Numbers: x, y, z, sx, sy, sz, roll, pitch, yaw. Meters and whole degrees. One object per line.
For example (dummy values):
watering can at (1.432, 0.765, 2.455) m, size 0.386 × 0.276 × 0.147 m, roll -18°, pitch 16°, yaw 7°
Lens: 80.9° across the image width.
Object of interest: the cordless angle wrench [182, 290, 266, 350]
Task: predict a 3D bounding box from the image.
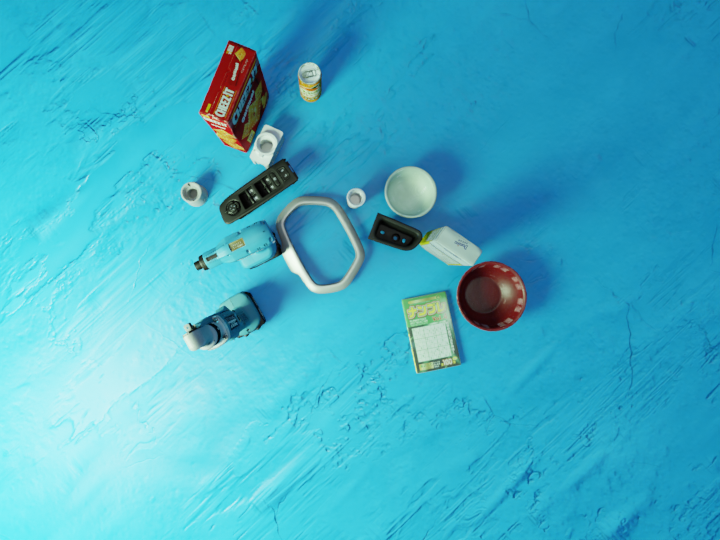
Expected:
cordless angle wrench at (-0.257, 0.103, 0.810) m, size 0.074 × 0.424 × 0.098 m, roll -30°, pitch 92°, yaw -5°

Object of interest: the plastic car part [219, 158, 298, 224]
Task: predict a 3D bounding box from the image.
plastic car part at (-0.245, -0.182, 1.006) m, size 0.202 × 0.067 × 0.066 m, roll -34°, pitch 90°, yaw -2°

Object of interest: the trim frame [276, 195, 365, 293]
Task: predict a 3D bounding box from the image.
trim frame at (-0.100, -0.065, 1.018) m, size 0.184 × 0.027 × 0.250 m, roll -29°, pitch 87°, yaw -2°

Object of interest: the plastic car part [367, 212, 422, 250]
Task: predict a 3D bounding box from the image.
plastic car part at (0.080, -0.082, 0.997) m, size 0.117 × 0.071 × 0.066 m, roll 21°, pitch 87°, yaw 0°

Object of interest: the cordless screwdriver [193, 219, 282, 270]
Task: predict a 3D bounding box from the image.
cordless screwdriver at (-0.253, -0.042, 0.906) m, size 0.159 × 0.249 × 0.074 m, roll -26°, pitch 92°, yaw -4°
